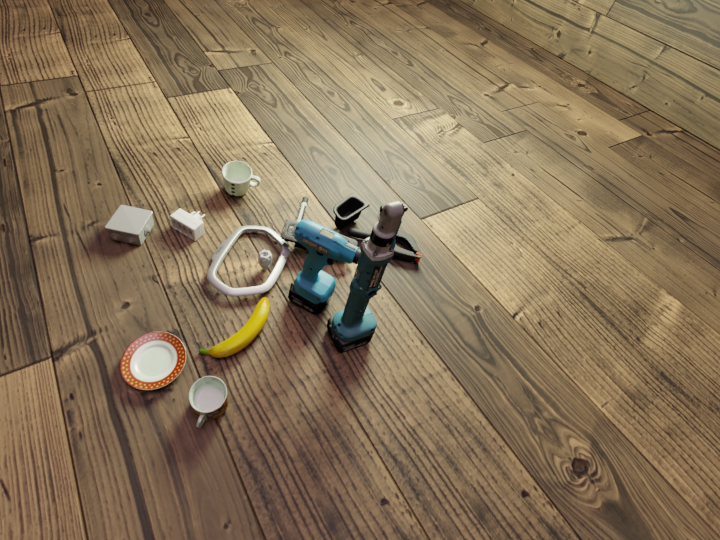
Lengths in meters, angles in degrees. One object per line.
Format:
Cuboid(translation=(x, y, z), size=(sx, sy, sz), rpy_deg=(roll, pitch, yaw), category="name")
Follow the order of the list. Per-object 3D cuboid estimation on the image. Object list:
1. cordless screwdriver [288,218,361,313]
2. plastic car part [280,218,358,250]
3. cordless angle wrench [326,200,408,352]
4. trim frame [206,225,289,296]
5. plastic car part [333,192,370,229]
Cuboid(translation=(-0.079, 0.005, 0.945), size=(0.163, 0.244, 0.074), rpy_deg=(27, 50, 10), category="cordless screwdriver")
Cuboid(translation=(-0.110, -0.072, 1.123), size=(0.204, 0.065, 0.067), rpy_deg=(13, 49, 2), category="plastic car part")
Cuboid(translation=(0.012, 0.024, 0.831), size=(0.095, 0.415, 0.078), rpy_deg=(-13, 56, -24), category="cordless angle wrench")
Cuboid(translation=(-0.287, -0.029, 1.084), size=(0.186, 0.027, 0.252), rpy_deg=(15, 49, 4), category="trim frame")
Cuboid(translation=(-0.038, -0.158, 1.205), size=(0.068, 0.069, 0.115), rpy_deg=(36, 53, 18), category="plastic car part")
